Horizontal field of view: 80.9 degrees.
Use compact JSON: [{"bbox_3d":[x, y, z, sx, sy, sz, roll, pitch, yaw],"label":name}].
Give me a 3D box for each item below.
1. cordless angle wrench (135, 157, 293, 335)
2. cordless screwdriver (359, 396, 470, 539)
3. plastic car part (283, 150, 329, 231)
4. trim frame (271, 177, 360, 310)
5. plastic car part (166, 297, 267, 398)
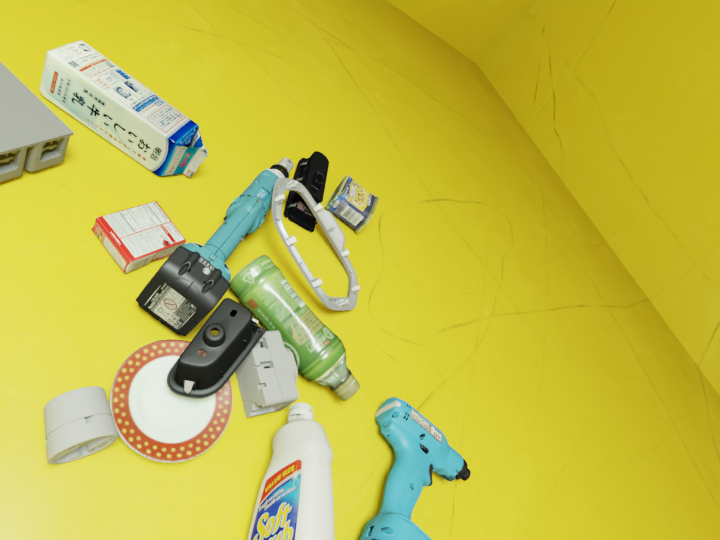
[{"bbox_3d":[-0.174,-0.084,0.640,0.072,0.099,0.428,40,33,-16],"label":"cordless angle wrench"},{"bbox_3d":[0.073,0.298,0.523,0.157,0.075,0.250,39,33,-9],"label":"cordless screwdriver"},{"bbox_3d":[-0.097,-0.169,0.819,0.064,0.067,0.209,23,39,-19],"label":"plastic car part"},{"bbox_3d":[-0.068,-0.044,0.695,0.245,0.028,0.183,57,23,-10],"label":"trim frame"},{"bbox_3d":[-0.155,0.077,0.458,0.067,0.070,0.116,28,46,4],"label":"plastic car part"}]
